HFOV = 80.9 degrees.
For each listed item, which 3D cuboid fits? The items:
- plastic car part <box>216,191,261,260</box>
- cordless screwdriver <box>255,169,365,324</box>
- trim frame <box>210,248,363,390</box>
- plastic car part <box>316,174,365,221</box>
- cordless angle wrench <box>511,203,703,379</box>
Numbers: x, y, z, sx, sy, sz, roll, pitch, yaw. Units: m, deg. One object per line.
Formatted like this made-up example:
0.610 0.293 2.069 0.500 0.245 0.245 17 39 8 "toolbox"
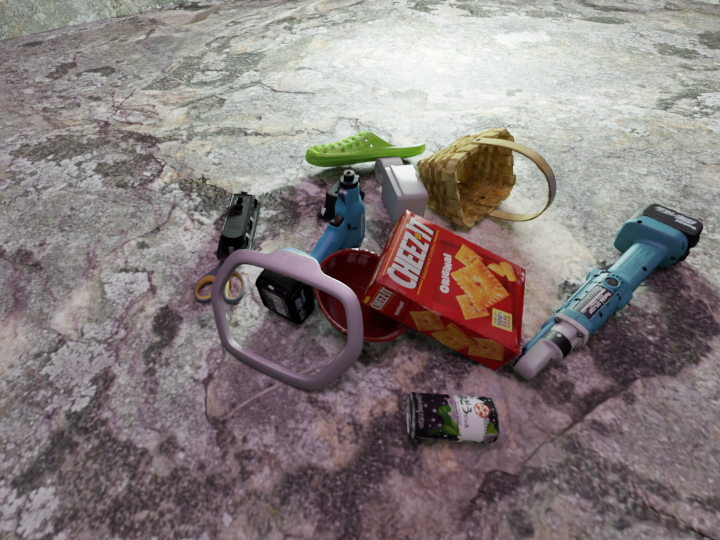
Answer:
-0.233 -0.097 0.817 0.065 0.066 0.210 7 43 -11 "plastic car part"
-0.068 -0.045 0.697 0.077 0.153 0.247 23 53 21 "cordless screwdriver"
-0.112 0.064 0.600 0.259 0.183 0.026 19 11 22 "trim frame"
-0.036 -0.157 0.865 0.068 0.068 0.116 21 53 19 "plastic car part"
0.375 0.033 0.650 0.416 0.071 0.103 -34 53 -23 "cordless angle wrench"
